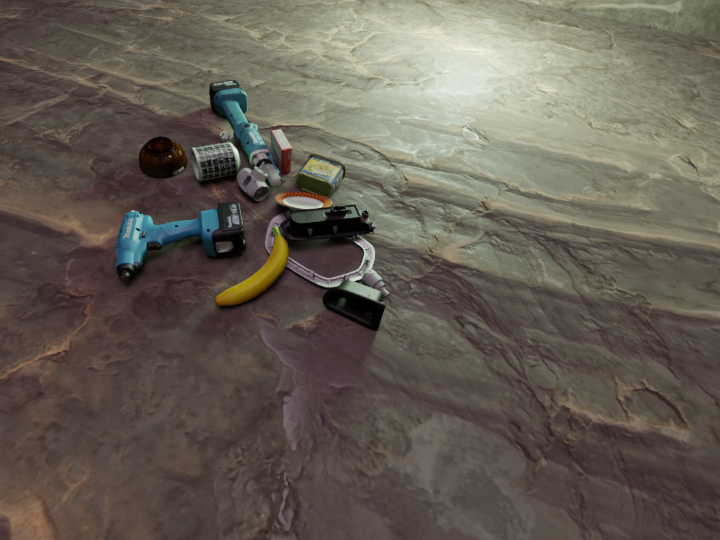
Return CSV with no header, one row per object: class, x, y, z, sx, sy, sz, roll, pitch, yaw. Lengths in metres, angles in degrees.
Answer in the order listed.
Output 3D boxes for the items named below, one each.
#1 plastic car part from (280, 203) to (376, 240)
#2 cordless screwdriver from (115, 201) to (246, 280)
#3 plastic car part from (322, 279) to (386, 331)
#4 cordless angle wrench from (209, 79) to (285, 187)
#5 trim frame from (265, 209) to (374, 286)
plastic car part,-0.066,-0.104,0.896,0.199,0.065,0.069,-10,59,-12
cordless screwdriver,-0.355,-0.057,0.841,0.246,0.072,0.166,-6,51,-8
plastic car part,-0.005,0.052,0.800,0.120,0.065,0.070,23,35,16
cordless angle wrench,-0.299,-0.360,1.115,0.095,0.073,0.443,-18,55,-22
trim frame,-0.088,-0.058,0.902,0.258,0.027,0.182,29,51,20
